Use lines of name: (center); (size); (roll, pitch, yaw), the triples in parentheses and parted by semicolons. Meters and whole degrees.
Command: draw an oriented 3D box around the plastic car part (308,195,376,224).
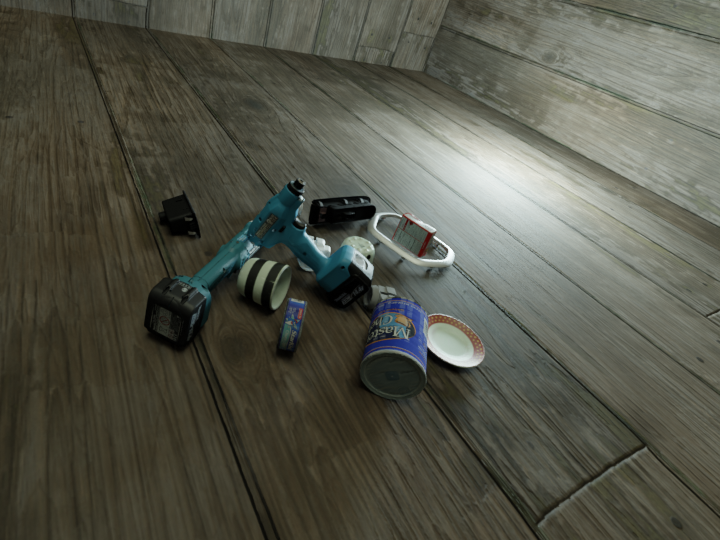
plastic car part: (-0.034, -0.152, 1.072); (0.195, 0.065, 0.071); (-16, 29, -42)

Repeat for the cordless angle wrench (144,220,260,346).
cordless angle wrench: (-0.244, -0.025, 0.806); (0.075, 0.097, 0.424); (24, 32, 0)

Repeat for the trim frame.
trim frame: (0.127, -0.080, 1.091); (0.261, 0.027, 0.178); (36, 40, 27)

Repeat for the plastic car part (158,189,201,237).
plastic car part: (-0.391, -0.118, 0.900); (0.069, 0.064, 0.123); (-21, 46, -25)

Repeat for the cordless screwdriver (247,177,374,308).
cordless screwdriver: (-0.078, -0.051, 0.800); (0.244, 0.160, 0.075); (38, 30, -10)
